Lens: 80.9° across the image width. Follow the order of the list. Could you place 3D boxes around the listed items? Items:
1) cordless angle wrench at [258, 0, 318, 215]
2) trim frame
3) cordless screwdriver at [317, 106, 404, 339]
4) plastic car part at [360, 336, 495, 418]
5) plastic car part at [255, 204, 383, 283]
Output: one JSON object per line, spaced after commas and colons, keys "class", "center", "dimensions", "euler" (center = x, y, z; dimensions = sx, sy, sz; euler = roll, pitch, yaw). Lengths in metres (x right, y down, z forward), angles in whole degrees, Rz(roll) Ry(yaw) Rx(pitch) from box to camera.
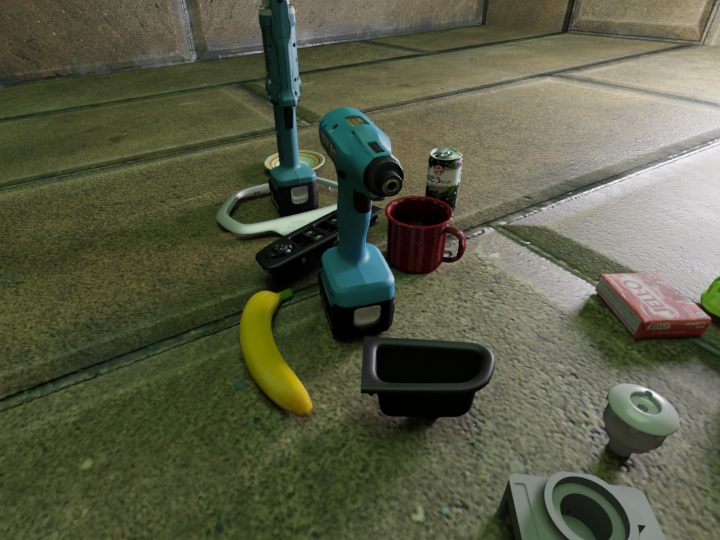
{"class": "cordless angle wrench", "center": [-0.123, -0.293, 0.675], "dimensions": [0.073, 0.410, 0.103], "euler": [-12, 36, -18]}
{"class": "trim frame", "center": [-0.135, -0.119, 0.763], "dimensions": [0.243, 0.027, 0.194], "euler": [-15, 37, -16]}
{"class": "cordless screwdriver", "center": [0.000, -0.030, 0.441], "dimensions": [0.073, 0.241, 0.167], "euler": [-9, 35, -13]}
{"class": "plastic car part", "center": [0.060, 0.107, 0.392], "dimensions": [0.118, 0.069, 0.067], "euler": [2, 35, 7]}
{"class": "plastic car part", "center": [-0.060, -0.039, 0.611], "dimensions": [0.198, 0.065, 0.070], "euler": [-27, 42, -30]}
